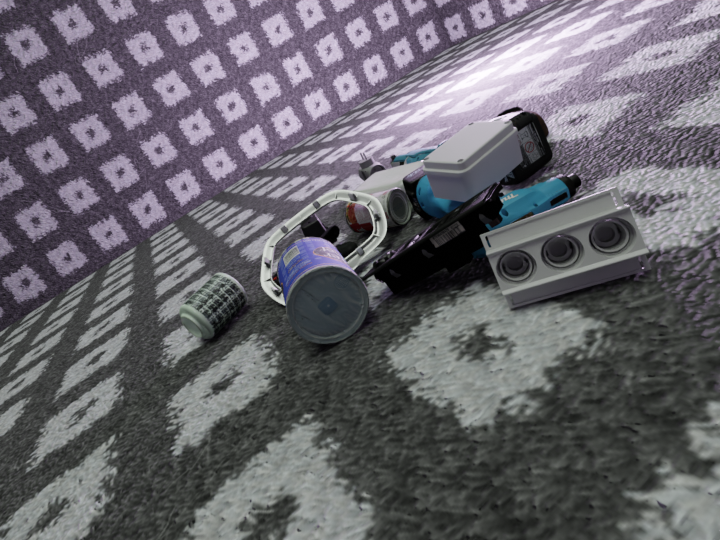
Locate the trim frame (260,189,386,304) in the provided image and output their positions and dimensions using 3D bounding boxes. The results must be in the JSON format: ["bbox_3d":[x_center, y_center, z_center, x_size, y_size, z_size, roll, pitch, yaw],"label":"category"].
[{"bbox_3d":[-0.071,-0.046,0.722,0.249,0.026,0.194,-36,53,2],"label":"trim frame"}]

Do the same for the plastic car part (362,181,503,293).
[{"bbox_3d":[0.088,-0.026,0.509,0.208,0.066,0.066,-29,16,40],"label":"plastic car part"}]

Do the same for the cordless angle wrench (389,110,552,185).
[{"bbox_3d":[0.163,-0.215,0.814,0.074,0.095,0.439,-35,20,-12],"label":"cordless angle wrench"}]

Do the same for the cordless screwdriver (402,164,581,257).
[{"bbox_3d":[0.171,-0.112,0.613,0.159,0.071,0.259,-31,27,0],"label":"cordless screwdriver"}]

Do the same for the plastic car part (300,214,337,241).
[{"bbox_3d":[-0.099,-0.089,0.879,0.066,0.068,0.121,-29,26,0],"label":"plastic car part"}]
